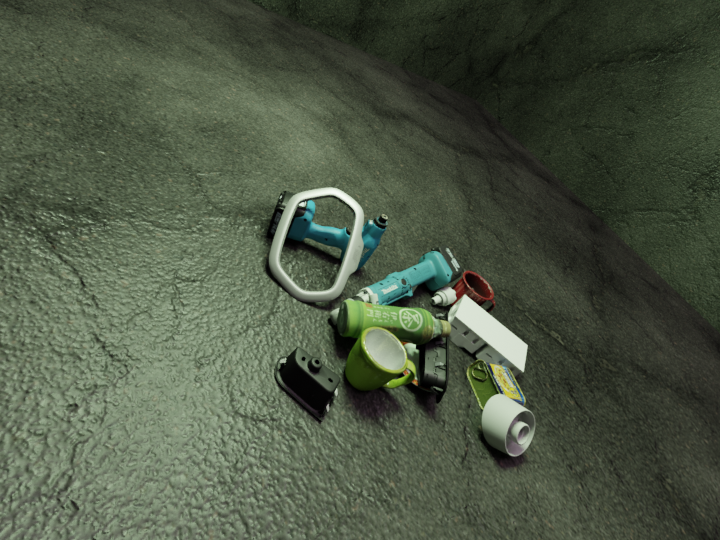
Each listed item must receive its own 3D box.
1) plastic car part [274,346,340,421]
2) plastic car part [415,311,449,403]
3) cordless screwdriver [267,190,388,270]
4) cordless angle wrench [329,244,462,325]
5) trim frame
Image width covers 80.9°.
[{"bbox_3d":[-0.081,0.173,0.691,0.117,0.071,0.065,40,34,3],"label":"plastic car part"},{"bbox_3d":[0.146,0.164,0.848,0.066,0.066,0.207,19,37,-8],"label":"plastic car part"},{"bbox_3d":[-0.072,-0.103,0.947,0.243,0.159,0.076,24,37,-12],"label":"cordless screwdriver"},{"bbox_3d":[0.084,0.038,0.971,0.408,0.076,0.100,-22,78,-42],"label":"cordless angle wrench"},{"bbox_3d":[-0.085,-0.056,0.874,0.183,0.027,0.250,17,77,-2],"label":"trim frame"}]
